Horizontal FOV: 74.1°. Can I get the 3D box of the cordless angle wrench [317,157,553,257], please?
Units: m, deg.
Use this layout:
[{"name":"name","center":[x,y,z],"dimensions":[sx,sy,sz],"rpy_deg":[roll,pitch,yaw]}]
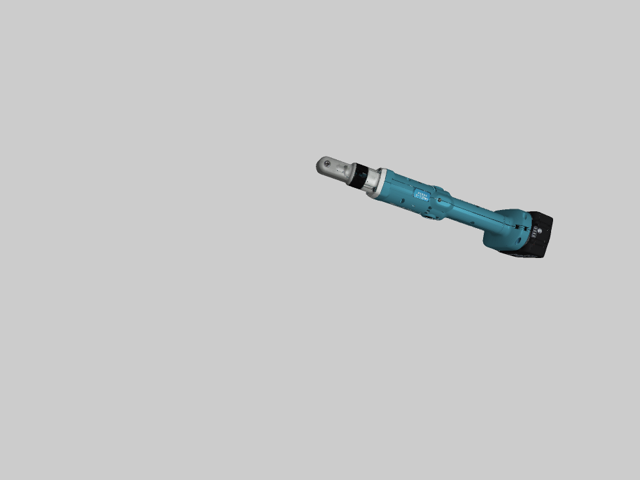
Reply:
[{"name":"cordless angle wrench","center":[0.194,-0.064,0.731],"dimensions":[0.423,0.074,0.098],"rpy_deg":[17,-5,-11]}]
